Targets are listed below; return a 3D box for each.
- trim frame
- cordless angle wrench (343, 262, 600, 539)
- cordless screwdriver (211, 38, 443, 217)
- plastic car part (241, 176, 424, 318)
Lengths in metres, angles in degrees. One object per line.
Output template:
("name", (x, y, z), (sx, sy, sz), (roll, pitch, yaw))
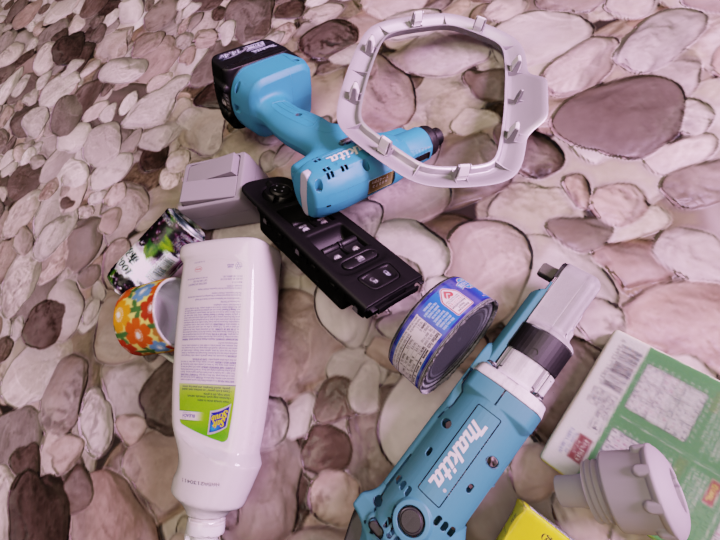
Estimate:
("trim frame", (0.078, -0.175, 0.397), (0.186, 0.027, 0.252), (13, 58, 5))
("cordless angle wrench", (0.036, 0.166, 0.286), (0.103, 0.071, 0.422), (35, 82, 29))
("cordless screwdriver", (-0.045, -0.165, 0.450), (0.156, 0.072, 0.262), (-28, 56, -22))
("plastic car part", (-0.039, -0.026, 0.399), (0.065, 0.065, 0.213), (-30, 56, -27))
